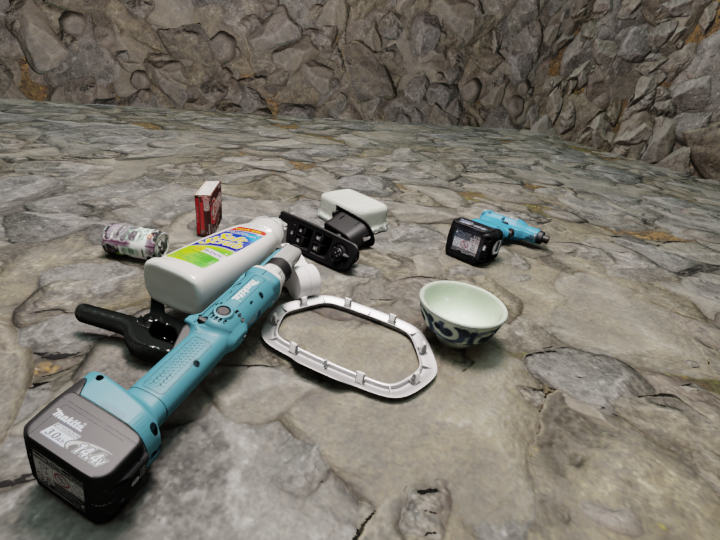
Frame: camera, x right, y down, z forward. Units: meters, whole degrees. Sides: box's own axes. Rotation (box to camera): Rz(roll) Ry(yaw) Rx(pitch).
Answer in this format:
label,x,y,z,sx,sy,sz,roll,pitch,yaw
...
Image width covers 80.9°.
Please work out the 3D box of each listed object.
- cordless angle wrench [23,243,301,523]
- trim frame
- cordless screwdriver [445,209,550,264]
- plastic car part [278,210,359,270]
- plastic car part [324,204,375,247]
label,x,y,z,sx,sy,sz,roll,pitch,yaw
cordless angle wrench,-0.169,0.068,0.505,0.100,0.073,0.420,22,34,8
trim frame,-0.017,0.093,0.586,0.259,0.027,0.181,19,31,22
cordless screwdriver,0.304,-0.075,0.929,0.168,0.073,0.240,25,28,32
plastic car part,-0.081,-0.053,0.830,0.214,0.066,0.063,26,6,36
plastic car part,-0.034,-0.081,0.895,0.069,0.064,0.123,-29,44,-28
